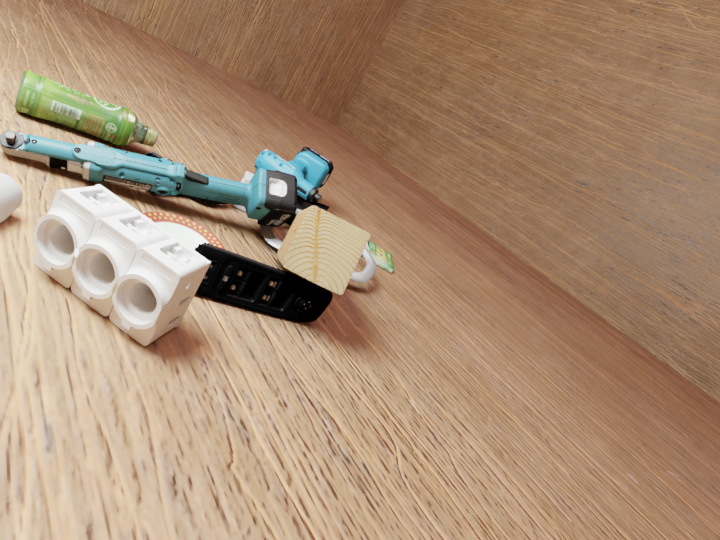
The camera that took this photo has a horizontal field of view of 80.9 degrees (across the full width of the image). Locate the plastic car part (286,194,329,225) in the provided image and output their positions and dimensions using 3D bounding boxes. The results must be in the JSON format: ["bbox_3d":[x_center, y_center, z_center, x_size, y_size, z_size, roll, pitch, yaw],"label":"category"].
[{"bbox_3d":[-0.128,-0.117,0.918,0.111,0.066,0.074,17,39,-27],"label":"plastic car part"}]

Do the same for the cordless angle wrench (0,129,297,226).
[{"bbox_3d":[-0.304,-0.147,0.661,0.405,0.100,0.076,8,72,-29],"label":"cordless angle wrench"}]

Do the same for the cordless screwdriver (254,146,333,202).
[{"bbox_3d":[-0.126,-0.221,0.985,0.161,0.074,0.246,34,22,5],"label":"cordless screwdriver"}]

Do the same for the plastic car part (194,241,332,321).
[{"bbox_3d":[-0.134,0.019,0.568,0.194,0.066,0.070,22,6,-25],"label":"plastic car part"}]

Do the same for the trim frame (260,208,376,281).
[{"bbox_3d":[-0.080,-0.052,0.820,0.243,0.027,0.189,23,31,-12],"label":"trim frame"}]
